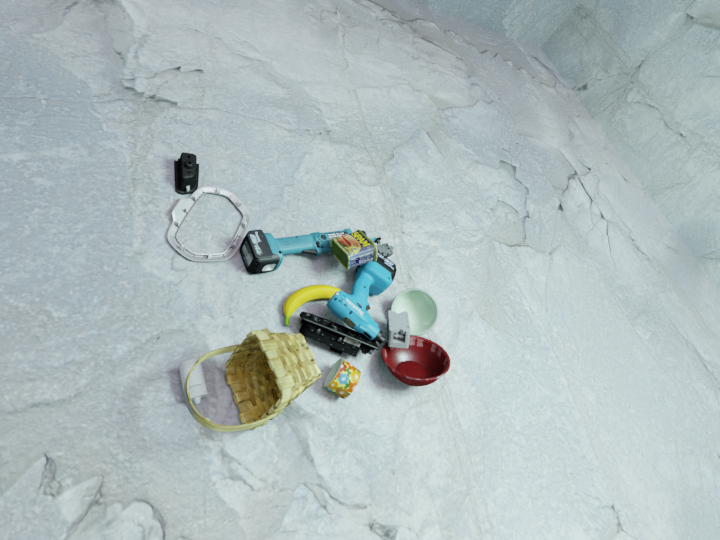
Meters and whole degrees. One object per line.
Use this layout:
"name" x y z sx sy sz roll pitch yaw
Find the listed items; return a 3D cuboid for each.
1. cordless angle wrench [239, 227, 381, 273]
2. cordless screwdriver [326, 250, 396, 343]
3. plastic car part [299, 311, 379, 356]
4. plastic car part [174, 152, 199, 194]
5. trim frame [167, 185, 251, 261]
"cordless angle wrench" -0.111 -0.073 1.139 0.406 0.075 0.101 -11 63 -35
"cordless screwdriver" 0.027 0.064 1.076 0.159 0.075 0.247 38 40 -1
"plastic car part" -0.061 0.154 0.999 0.199 0.067 0.068 28 13 -11
"plastic car part" -0.452 -0.263 1.108 0.063 0.071 0.121 3 53 -25
"trim frame" -0.379 -0.123 1.070 0.181 0.027 0.252 23 51 -8
